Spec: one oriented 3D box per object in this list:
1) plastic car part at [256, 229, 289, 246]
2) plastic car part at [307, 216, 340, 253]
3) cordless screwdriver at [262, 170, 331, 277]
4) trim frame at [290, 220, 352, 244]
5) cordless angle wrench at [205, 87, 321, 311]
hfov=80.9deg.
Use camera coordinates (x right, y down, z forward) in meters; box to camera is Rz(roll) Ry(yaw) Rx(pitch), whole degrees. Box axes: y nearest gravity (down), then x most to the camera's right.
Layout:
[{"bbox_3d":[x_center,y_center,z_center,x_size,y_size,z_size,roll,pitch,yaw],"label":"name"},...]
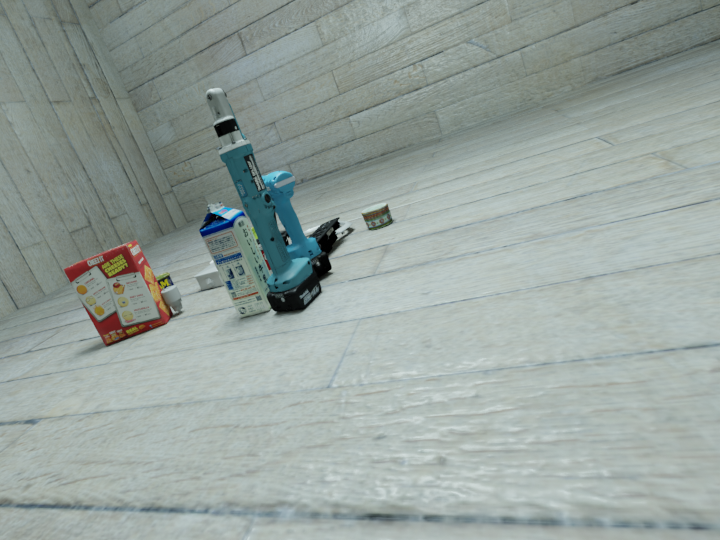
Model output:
[{"bbox_3d":[-0.256,-0.071,1.248,0.119,0.069,0.066,-16,16,15],"label":"plastic car part"},{"bbox_3d":[-0.106,-0.069,1.085,0.068,0.065,0.201,-12,20,27],"label":"plastic car part"},{"bbox_3d":[-0.164,-0.095,0.939,0.073,0.243,0.166,-28,17,-29],"label":"cordless screwdriver"},{"bbox_3d":[-0.125,-0.107,1.273,0.181,0.027,0.259,-28,19,-19],"label":"trim frame"},{"bbox_3d":[-0.190,-0.126,0.782,0.077,0.414,0.096,-12,16,32],"label":"cordless angle wrench"}]
